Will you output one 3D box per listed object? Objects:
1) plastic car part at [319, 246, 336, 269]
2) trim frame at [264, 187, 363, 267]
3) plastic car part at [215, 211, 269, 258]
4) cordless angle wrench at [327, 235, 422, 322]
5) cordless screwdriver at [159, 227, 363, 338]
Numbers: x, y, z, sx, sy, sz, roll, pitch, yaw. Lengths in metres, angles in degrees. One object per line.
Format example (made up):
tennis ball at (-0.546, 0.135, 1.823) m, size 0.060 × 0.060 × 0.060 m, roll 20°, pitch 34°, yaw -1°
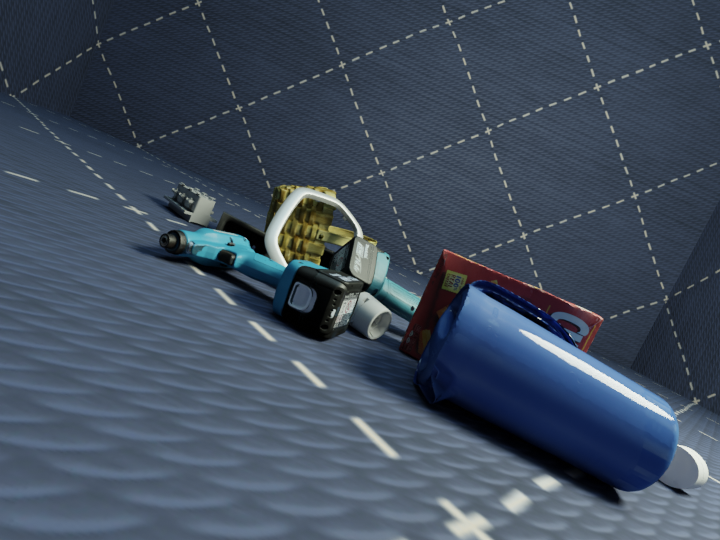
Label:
plastic car part at (-0.054, -0.013, 0.992) m, size 0.214 × 0.067 × 0.063 m, roll 32°, pitch 15°, yaw 31°
trim frame at (-0.072, -0.047, 0.734) m, size 0.179 × 0.028 × 0.251 m, roll 36°, pitch 42°, yaw -15°
plastic car part at (-0.221, -0.054, 0.790) m, size 0.112 × 0.066 × 0.073 m, roll 26°, pitch -10°, yaw -23°
cordless angle wrench at (0.133, 0.087, 0.730) m, size 0.409 × 0.075 × 0.100 m, roll 31°, pitch 46°, yaw -17°
cordless screwdriver at (-0.131, 0.003, 0.553) m, size 0.260 × 0.074 × 0.152 m, roll 23°, pitch 5°, yaw 25°
